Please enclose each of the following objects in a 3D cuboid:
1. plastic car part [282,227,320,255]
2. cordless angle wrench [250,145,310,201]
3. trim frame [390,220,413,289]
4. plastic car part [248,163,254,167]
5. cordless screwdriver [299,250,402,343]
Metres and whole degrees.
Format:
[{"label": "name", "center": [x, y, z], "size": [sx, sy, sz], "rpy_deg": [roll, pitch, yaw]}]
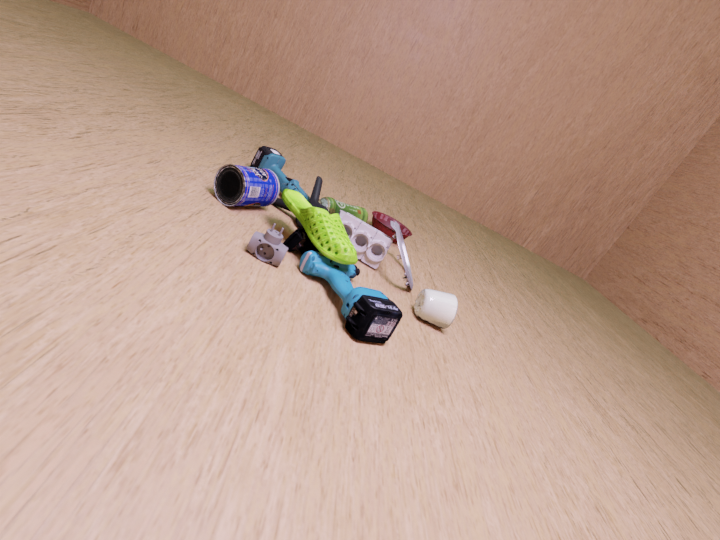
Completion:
[{"label": "plastic car part", "center": [-0.101, -0.066, 1.036], "size": [0.069, 0.066, 0.195], "rpy_deg": [47, 24, 15]}, {"label": "cordless angle wrench", "center": [-0.204, -0.238, 1.292], "size": [0.070, 0.098, 0.446], "rpy_deg": [7, 33, -48]}, {"label": "trim frame", "center": [0.115, -0.049, 1.177], "size": [0.028, 0.180, 0.250], "rpy_deg": [-13, 18, 10]}, {"label": "plastic car part", "center": [-0.315, -0.270, 1.261], "size": [0.068, 0.066, 0.120], "rpy_deg": [40, 12, -20]}, {"label": "cordless screwdriver", "center": [-0.009, 0.044, 0.879], "size": [0.151, 0.074, 0.263], "rpy_deg": [12, 22, -40]}]
